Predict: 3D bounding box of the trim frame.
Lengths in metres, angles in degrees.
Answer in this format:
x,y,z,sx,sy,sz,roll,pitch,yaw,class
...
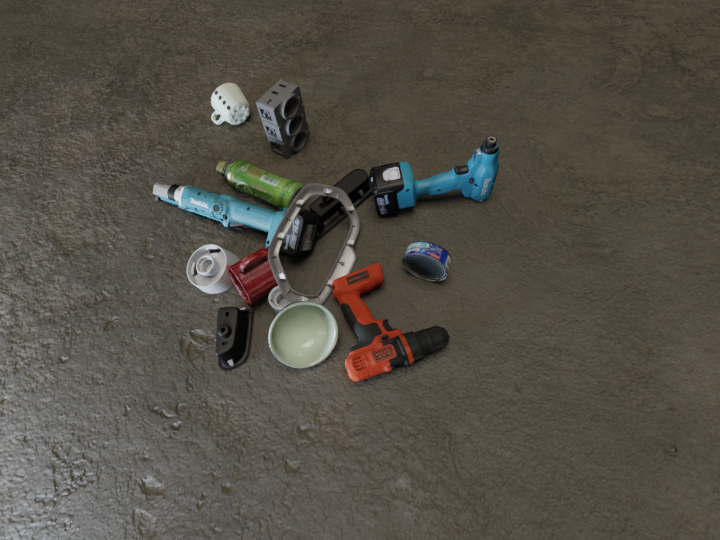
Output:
x,y,z,sx,sy,sz,roll,pitch,yaw,class
-0.078,-0.051,0.799,0.029,0.175,0.250,-3,54,47,trim frame

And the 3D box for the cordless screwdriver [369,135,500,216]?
x,y,z,sx,sy,sz,roll,pitch,yaw,class
0.145,-0.188,0.841,0.251,0.153,0.077,-7,60,5,cordless screwdriver

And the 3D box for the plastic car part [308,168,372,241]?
x,y,z,sx,sy,sz,roll,pitch,yaw,class
-0.051,-0.154,0.906,0.201,0.064,0.070,-40,57,-18,plastic car part

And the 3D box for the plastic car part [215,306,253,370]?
x,y,z,sx,sy,sz,roll,pitch,yaw,class
-0.238,0.113,0.769,0.066,0.068,0.120,-6,57,3,plastic car part

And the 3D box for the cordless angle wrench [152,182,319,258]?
x,y,z,sx,sy,sz,roll,pitch,yaw,class
-0.293,-0.132,0.914,0.441,0.072,0.097,19,102,23,cordless angle wrench
